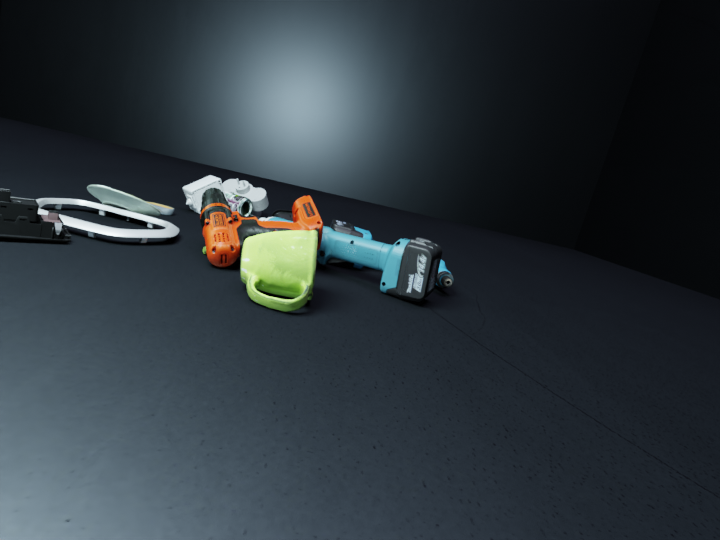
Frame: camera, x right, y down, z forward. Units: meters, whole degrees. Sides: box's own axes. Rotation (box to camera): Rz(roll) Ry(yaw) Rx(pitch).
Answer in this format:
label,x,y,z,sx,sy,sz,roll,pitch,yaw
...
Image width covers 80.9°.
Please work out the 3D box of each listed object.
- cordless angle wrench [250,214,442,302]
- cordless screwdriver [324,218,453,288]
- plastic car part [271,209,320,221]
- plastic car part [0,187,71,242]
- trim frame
label,x,y,z,sx,sy,sz,roll,pitch,yaw
cordless angle wrench,-0.075,-0.049,0.767,0.442,0.097,0.072,16,14,25
cordless screwdriver,0.052,-0.025,0.826,0.245,0.074,0.163,15,12,-9
plastic car part,-0.146,-0.099,0.988,0.112,0.065,0.075,3,30,-29
plastic car part,-0.475,-0.070,0.521,0.193,0.066,0.070,-2,26,-42
trim frame,-0.425,-0.084,0.701,0.251,0.027,0.184,12,14,4
